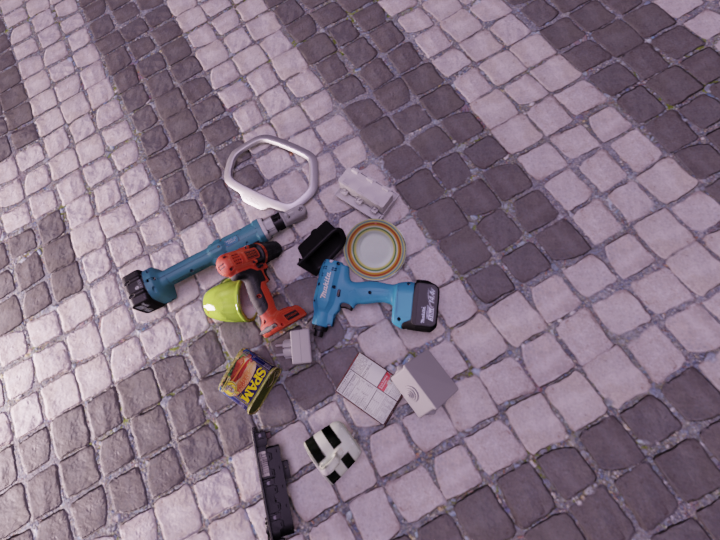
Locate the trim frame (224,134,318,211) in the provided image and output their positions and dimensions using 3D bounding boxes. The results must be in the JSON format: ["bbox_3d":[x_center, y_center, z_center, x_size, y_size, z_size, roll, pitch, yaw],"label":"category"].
[{"bbox_3d":[-0.213,-0.233,1.012,0.256,0.027,0.184,25,76,16],"label":"trim frame"}]

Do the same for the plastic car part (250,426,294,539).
[{"bbox_3d":[-0.160,0.391,0.774,0.065,0.066,0.209,-4,67,-21],"label":"plastic car part"}]

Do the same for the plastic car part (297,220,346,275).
[{"bbox_3d":[-0.088,-0.058,0.905,0.117,0.062,0.075,-48,48,7],"label":"plastic car part"}]

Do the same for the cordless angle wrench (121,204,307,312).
[{"bbox_3d":[-0.307,-0.040,0.932,0.421,0.095,0.076,-28,75,-4],"label":"cordless angle wrench"}]

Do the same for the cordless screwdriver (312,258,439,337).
[{"bbox_3d":[0.025,0.076,0.839,0.257,0.072,0.160,10,82,17],"label":"cordless screwdriver"}]
